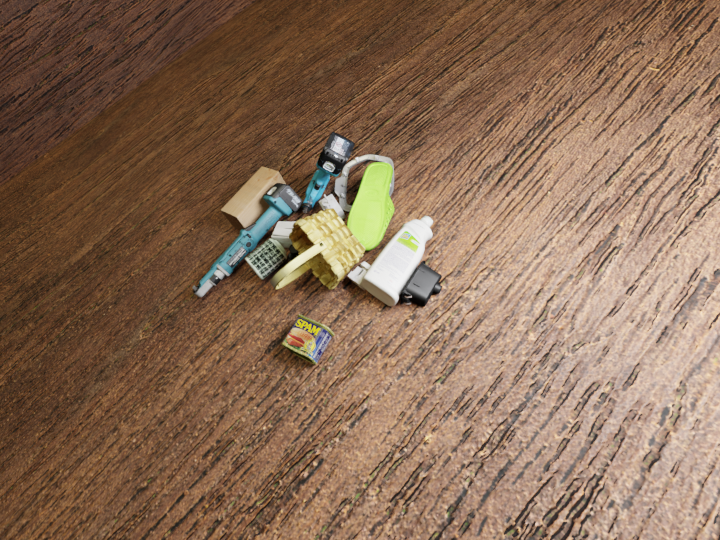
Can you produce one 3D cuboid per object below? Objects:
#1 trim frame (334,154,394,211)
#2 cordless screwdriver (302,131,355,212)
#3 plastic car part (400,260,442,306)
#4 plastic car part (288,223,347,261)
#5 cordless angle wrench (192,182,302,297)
[{"bbox_3d":[0.011,-0.273,1.293,0.189,0.026,0.255,-9,54,19],"label":"trim frame"},{"bbox_3d":[-0.108,-0.277,1.237,0.251,0.073,0.160,-42,23,61],"label":"cordless screwdriver"},{"bbox_3d":[0.150,0.035,0.983,0.074,0.063,0.116,30,67,21],"label":"plastic car part"},{"bbox_3d":[-0.116,-0.076,1.182,0.205,0.063,0.069,-25,56,8],"label":"plastic car part"},{"bbox_3d":[-0.347,-0.086,1.278,0.422,0.093,0.078,-51,33,-11],"label":"cordless angle wrench"}]
